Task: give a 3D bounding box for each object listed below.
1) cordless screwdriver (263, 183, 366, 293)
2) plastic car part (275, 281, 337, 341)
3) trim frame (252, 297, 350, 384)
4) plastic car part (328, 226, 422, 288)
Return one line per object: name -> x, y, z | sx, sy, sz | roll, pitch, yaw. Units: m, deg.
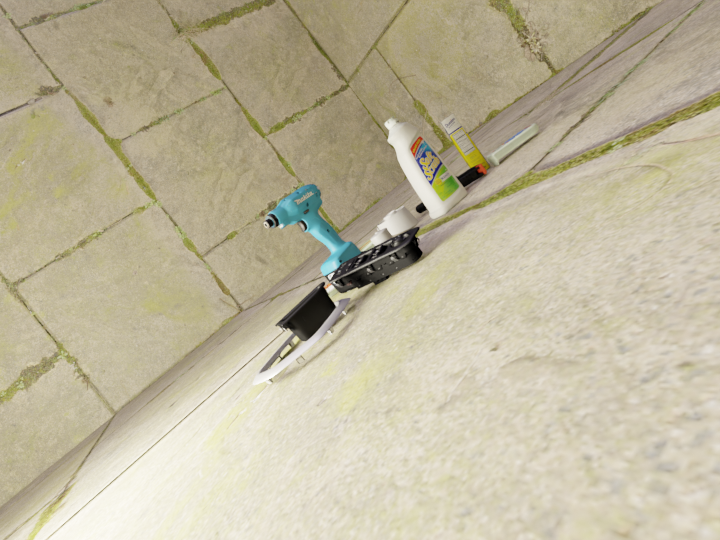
cordless screwdriver -> -0.090, -0.059, 0.924 | 0.157, 0.247, 0.076 | -41, 4, -37
plastic car part -> -0.084, 0.081, 0.750 | 0.115, 0.070, 0.067 | -40, 6, -20
trim frame -> -0.099, 0.121, 0.747 | 0.187, 0.027, 0.247 | -34, 9, 24
plastic car part -> 0.033, -0.012, 0.777 | 0.207, 0.066, 0.065 | -32, 8, 38
